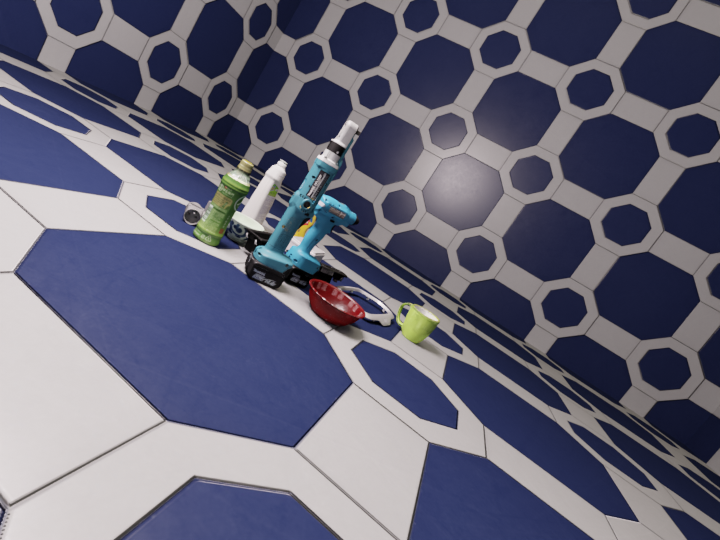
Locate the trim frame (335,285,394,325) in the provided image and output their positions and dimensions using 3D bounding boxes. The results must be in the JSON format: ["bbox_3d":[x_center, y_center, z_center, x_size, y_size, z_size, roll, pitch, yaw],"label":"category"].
[{"bbox_3d":[0.014,0.104,1.294,0.193,0.027,0.237,36,11,25],"label":"trim frame"}]

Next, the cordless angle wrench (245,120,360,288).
[{"bbox_3d":[-0.130,-0.157,0.980,0.094,0.422,0.078,28,10,-26],"label":"cordless angle wrench"}]

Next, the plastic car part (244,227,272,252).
[{"bbox_3d":[-0.270,-0.068,1.152,0.069,0.071,0.111,36,10,24],"label":"plastic car part"}]

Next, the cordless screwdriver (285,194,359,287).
[{"bbox_3d":[-0.111,-0.073,1.136,0.150,0.248,0.079,23,14,-46],"label":"cordless screwdriver"}]

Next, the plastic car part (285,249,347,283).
[{"bbox_3d":[-0.142,-0.007,1.254,0.195,0.067,0.069,27,10,-24],"label":"plastic car part"}]
